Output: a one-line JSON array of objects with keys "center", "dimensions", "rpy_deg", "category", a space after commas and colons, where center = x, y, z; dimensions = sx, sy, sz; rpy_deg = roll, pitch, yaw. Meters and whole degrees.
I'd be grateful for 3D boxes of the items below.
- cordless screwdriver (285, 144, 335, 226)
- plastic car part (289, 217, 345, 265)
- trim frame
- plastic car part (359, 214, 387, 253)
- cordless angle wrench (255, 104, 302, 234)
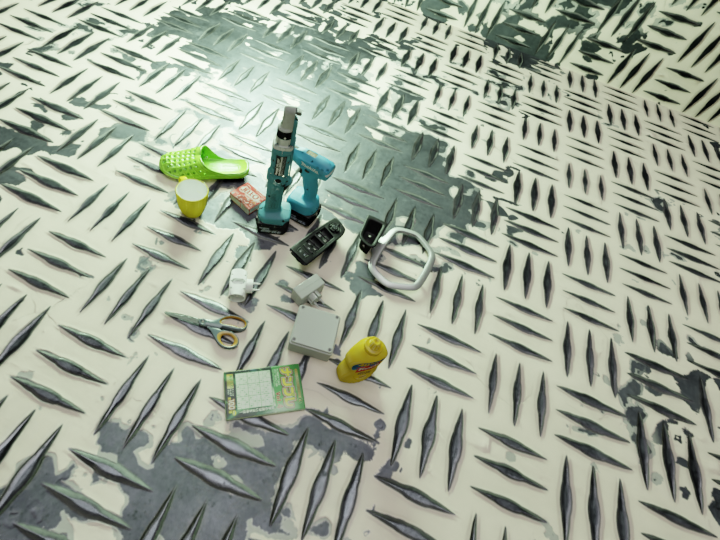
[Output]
[{"center": [-0.170, -0.248, 1.210], "dimensions": [0.162, 0.246, 0.074], "rpy_deg": [32, 54, 7], "category": "cordless screwdriver"}, {"center": [-0.118, -0.077, 1.211], "dimensions": [0.068, 0.066, 0.200], "rpy_deg": [38, 56, 12], "category": "plastic car part"}, {"center": [0.123, -0.037, 1.261], "dimensions": [0.187, 0.027, 0.248], "rpy_deg": [29, 54, 8], "category": "trim frame"}, {"center": [0.025, -0.097, 1.256], "dimensions": [0.066, 0.070, 0.117], "rpy_deg": [25, 53, 2], "category": "plastic car part"}, {"center": [-0.210, -0.248, 1.094], "dimensions": [0.096, 0.418, 0.076], "rpy_deg": [9, 55, -12], "category": "cordless angle wrench"}]
